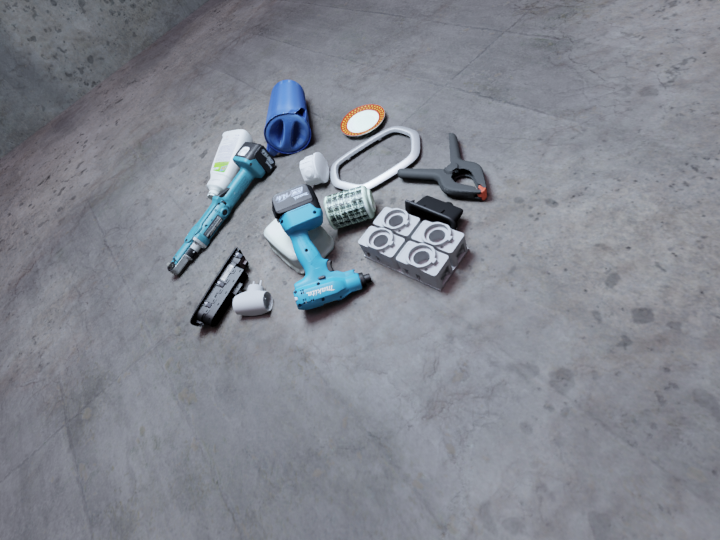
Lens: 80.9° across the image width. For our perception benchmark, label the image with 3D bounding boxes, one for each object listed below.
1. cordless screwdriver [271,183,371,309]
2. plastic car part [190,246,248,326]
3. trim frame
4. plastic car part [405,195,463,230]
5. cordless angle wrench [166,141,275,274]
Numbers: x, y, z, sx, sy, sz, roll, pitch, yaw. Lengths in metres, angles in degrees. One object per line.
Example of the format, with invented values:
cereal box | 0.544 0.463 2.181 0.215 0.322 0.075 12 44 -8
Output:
cordless screwdriver | -0.086 -0.056 0.876 0.159 0.073 0.253 -18 77 -1
plastic car part | -0.315 0.049 0.979 0.069 0.065 0.203 27 68 10
trim frame | 0.036 -0.282 1.067 0.249 0.026 0.194 -34 49 2
plastic car part | 0.158 -0.117 0.869 0.123 0.063 0.070 25 55 34
cordless angle wrench | -0.388 -0.168 1.160 0.078 0.093 0.423 19 70 35
